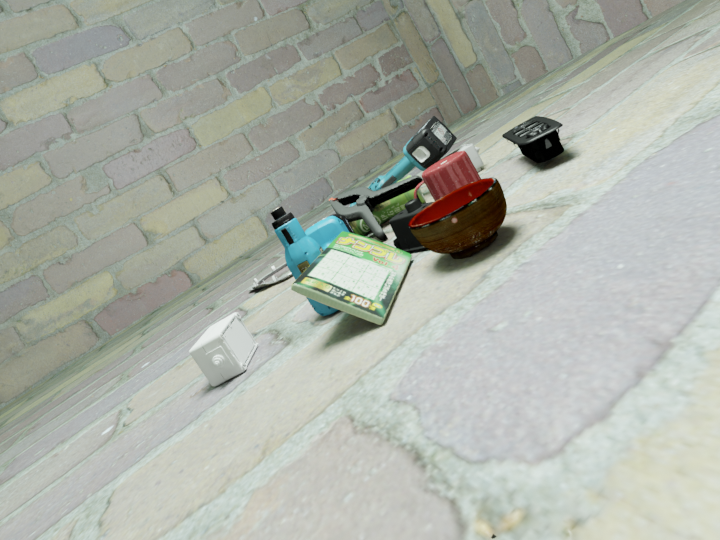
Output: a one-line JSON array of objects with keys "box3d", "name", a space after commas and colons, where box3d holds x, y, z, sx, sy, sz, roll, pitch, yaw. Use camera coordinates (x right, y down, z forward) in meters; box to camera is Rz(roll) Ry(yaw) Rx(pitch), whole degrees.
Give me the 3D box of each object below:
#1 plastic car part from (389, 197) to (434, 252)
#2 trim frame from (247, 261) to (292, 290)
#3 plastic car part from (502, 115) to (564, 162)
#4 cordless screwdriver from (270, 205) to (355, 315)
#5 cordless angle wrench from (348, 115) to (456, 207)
[{"box3d": [0.086, -0.070, 0.621, 0.065, 0.070, 0.120, -38, 11, -25], "name": "plastic car part"}, {"box3d": [-0.202, -0.003, 1.104, 0.258, 0.027, 0.181, -14, 23, 47], "name": "trim frame"}, {"box3d": [0.285, -0.212, 0.694, 0.068, 0.066, 0.202, -20, 12, 18], "name": "plastic car part"}, {"box3d": [-0.065, -0.043, 0.668, 0.075, 0.157, 0.249, -29, 10, 13], "name": "cordless screwdriver"}, {"box3d": [0.052, -0.203, 1.047, 0.430, 0.073, 0.097, -37, 12, 46], "name": "cordless angle wrench"}]
